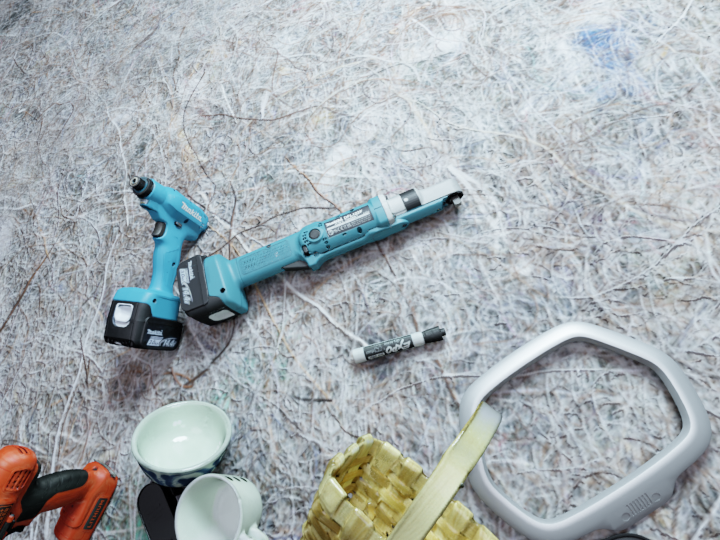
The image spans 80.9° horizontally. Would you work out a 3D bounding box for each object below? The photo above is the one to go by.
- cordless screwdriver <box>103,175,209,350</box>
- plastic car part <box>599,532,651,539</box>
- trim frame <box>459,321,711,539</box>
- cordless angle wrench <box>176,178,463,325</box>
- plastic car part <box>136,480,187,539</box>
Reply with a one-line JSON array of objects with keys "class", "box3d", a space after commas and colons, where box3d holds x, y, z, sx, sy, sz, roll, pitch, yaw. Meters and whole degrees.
[{"class": "cordless screwdriver", "box3d": [-0.317, -0.010, 0.641, 0.077, 0.152, 0.252, 2, 71, 17]}, {"class": "plastic car part", "box3d": [0.231, 0.283, 0.372, 0.117, 0.067, 0.069, -30, 64, 8]}, {"class": "trim frame", "box3d": [0.225, 0.166, 0.448, 0.248, 0.026, 0.193, -36, 60, 0]}, {"class": "cordless angle wrench", "box3d": [-0.060, -0.039, 0.613, 0.426, 0.071, 0.102, -22, 64, 7]}, {"class": "plastic car part", "box3d": [-0.219, 0.339, 0.514, 0.066, 0.063, 0.213, -45, 59, 4]}]
